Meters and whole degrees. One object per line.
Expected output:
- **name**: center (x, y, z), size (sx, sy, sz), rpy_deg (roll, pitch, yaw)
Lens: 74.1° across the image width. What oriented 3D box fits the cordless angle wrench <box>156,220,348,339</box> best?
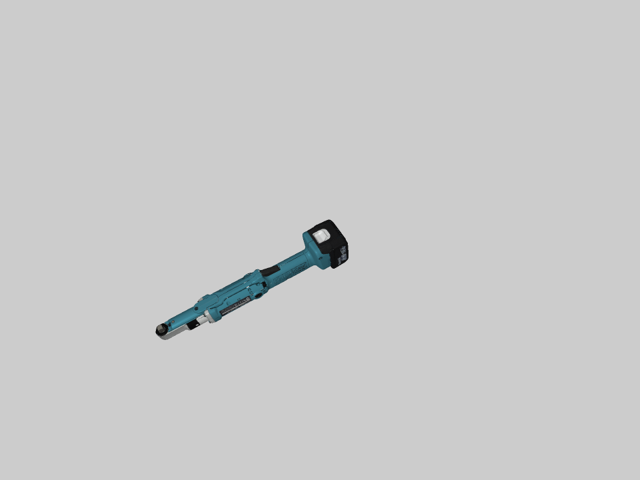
- **cordless angle wrench**: center (-0.139, 0.094, 0.887), size (0.422, 0.074, 0.098), rpy_deg (-28, -31, -12)
